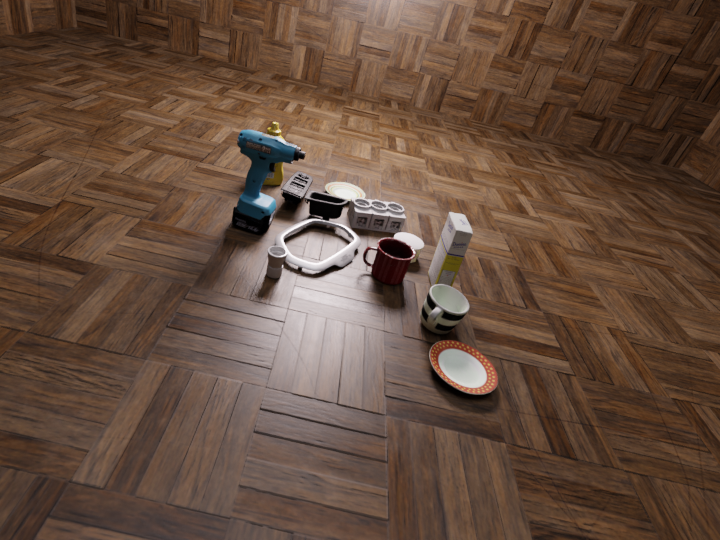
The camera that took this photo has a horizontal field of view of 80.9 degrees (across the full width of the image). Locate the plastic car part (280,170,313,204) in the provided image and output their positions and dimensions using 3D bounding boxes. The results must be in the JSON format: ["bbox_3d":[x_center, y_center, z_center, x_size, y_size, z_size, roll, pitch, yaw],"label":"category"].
[{"bbox_3d":[-0.187,-0.243,1.263,0.066,0.066,0.206,14,33,-2],"label":"plastic car part"}]

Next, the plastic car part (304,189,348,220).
[{"bbox_3d":[-0.100,-0.176,1.190,0.117,0.070,0.066,16,33,3],"label":"plastic car part"}]

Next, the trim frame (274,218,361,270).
[{"bbox_3d":[-0.104,-0.068,1.067,0.192,0.027,0.243,28,36,21],"label":"trim frame"}]

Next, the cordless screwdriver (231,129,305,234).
[{"bbox_3d":[-0.229,-0.207,1.032,0.161,0.244,0.075,18,32,3],"label":"cordless screwdriver"}]
